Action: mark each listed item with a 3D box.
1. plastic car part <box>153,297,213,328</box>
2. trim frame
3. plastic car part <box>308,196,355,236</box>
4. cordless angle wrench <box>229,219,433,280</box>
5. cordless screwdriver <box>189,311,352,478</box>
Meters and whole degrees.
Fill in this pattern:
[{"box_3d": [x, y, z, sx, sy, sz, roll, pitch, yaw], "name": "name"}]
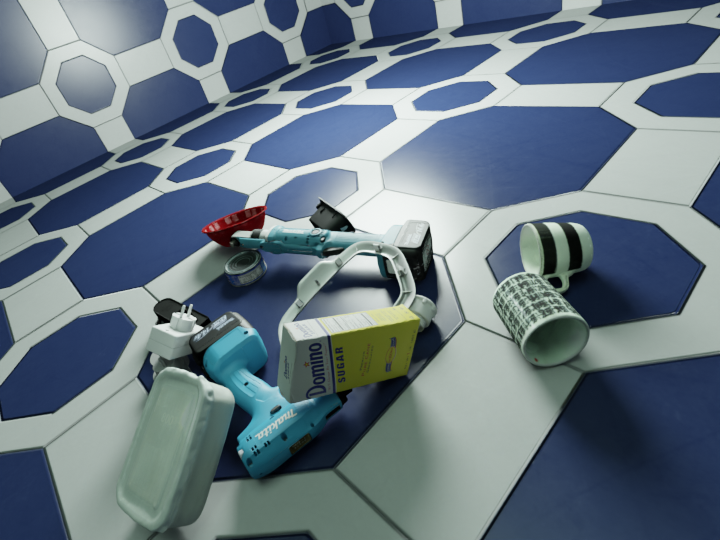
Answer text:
[{"box_3d": [-0.320, 0.097, 0.771, 0.214, 0.064, 0.066, 12, 51, 40], "name": "plastic car part"}, {"box_3d": [-0.027, 0.051, 0.662, 0.248, 0.026, 0.195, -48, 48, -7], "name": "trim frame"}, {"box_3d": [-0.071, -0.100, 0.919, 0.071, 0.062, 0.123, -41, 41, -5], "name": "plastic car part"}, {"box_3d": [-0.080, -0.052, 0.821, 0.441, 0.071, 0.098, 6, 41, 27], "name": "cordless angle wrench"}, {"box_3d": [-0.137, 0.148, 0.604, 0.157, 0.071, 0.263, -33, 41, -20], "name": "cordless screwdriver"}]
